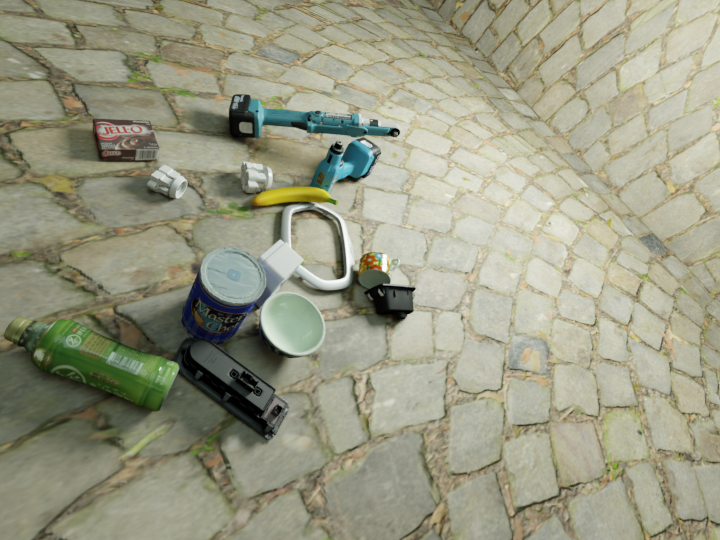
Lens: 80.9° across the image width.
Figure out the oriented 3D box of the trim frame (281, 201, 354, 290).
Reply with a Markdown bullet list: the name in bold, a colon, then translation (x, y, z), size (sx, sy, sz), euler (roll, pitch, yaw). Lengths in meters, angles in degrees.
- **trim frame**: translation (-0.092, -0.060, 0.941), size (0.177, 0.027, 0.258), euler (11, 47, -23)

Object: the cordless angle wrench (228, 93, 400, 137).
- **cordless angle wrench**: translation (-0.110, -0.370, 1.058), size (0.420, 0.072, 0.101), euler (4, 50, -4)

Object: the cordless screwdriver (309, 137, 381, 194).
- **cordless screwdriver**: translation (-0.031, -0.280, 1.070), size (0.076, 0.158, 0.245), euler (37, 41, 9)

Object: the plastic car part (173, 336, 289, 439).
- **plastic car part**: translation (-0.198, 0.172, 0.652), size (0.204, 0.067, 0.066), euler (34, 50, 1)

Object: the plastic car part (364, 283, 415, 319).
- **plastic car part**: translation (0.077, 0.070, 0.916), size (0.111, 0.067, 0.072), euler (9, 66, -31)
